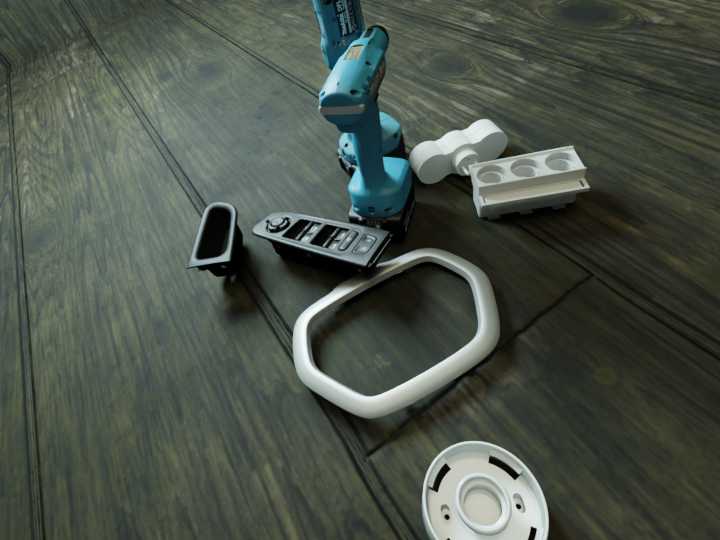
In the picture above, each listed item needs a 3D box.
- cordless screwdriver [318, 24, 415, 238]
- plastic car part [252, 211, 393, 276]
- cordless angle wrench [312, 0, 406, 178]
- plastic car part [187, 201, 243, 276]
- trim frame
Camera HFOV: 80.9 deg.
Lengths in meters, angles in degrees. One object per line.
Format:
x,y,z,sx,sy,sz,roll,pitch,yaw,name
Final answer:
0.020,-0.165,0.536,0.077,0.237,0.161,6,54,20,cordless screwdriver
-0.056,-0.037,0.574,0.213,0.064,0.066,18,60,29,plastic car part
-0.019,-0.291,0.540,0.097,0.403,0.078,-30,51,-9,cordless angle wrench
-0.199,-0.038,0.620,0.067,0.067,0.120,-9,51,10,plastic car part
0.038,0.060,0.491,0.247,0.026,0.194,-30,50,-7,trim frame
